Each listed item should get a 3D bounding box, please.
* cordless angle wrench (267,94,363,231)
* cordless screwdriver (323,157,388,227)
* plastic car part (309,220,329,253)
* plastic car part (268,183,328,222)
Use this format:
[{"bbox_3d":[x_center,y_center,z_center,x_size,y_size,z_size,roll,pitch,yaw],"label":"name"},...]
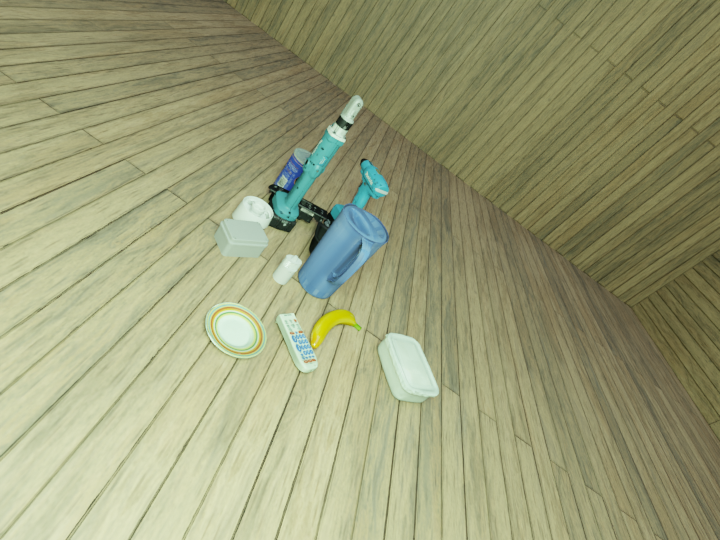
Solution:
[{"bbox_3d":[-0.123,-0.279,1.126,0.071,0.425,0.102,19,37,-33],"label":"cordless angle wrench"},{"bbox_3d":[-0.022,-0.224,1.334,0.070,0.250,0.167,14,40,-39],"label":"cordless screwdriver"},{"bbox_3d":[-0.118,-0.077,1.210,0.065,0.071,0.118,33,31,-13],"label":"plastic car part"},{"bbox_3d":[-0.198,-0.199,1.294,0.198,0.067,0.067,31,31,-12],"label":"plastic car part"}]
